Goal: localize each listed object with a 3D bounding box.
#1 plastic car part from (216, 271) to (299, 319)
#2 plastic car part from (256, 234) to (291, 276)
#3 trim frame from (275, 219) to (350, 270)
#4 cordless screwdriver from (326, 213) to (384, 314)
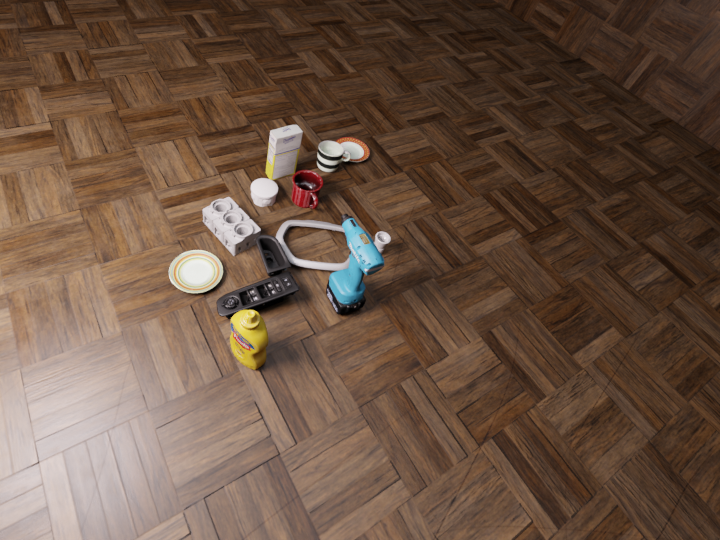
[{"bbox_3d":[-0.255,0.068,1.038,0.197,0.066,0.069,-18,61,-24],"label":"plastic car part"},{"bbox_3d":[-0.236,-0.032,1.116,0.064,0.070,0.122,-15,59,-25],"label":"plastic car part"},{"bbox_3d":[-0.118,-0.077,1.203,0.245,0.027,0.190,4,52,-9],"label":"trim frame"},{"bbox_3d":[-0.027,-0.010,1.033,0.072,0.245,0.166,-14,60,-26],"label":"cordless screwdriver"}]
